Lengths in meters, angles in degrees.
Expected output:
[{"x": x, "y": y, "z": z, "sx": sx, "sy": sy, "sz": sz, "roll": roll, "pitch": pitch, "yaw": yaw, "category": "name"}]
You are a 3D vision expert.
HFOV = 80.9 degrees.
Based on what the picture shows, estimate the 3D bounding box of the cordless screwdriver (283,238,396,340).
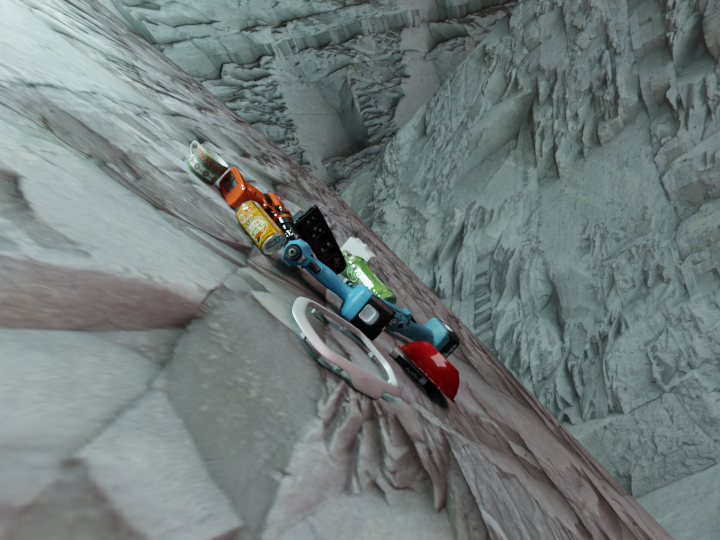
[{"x": -0.049, "y": 0.029, "z": 0.818, "sx": 0.250, "sy": 0.074, "sz": 0.159, "roll": 40, "pitch": -1, "yaw": 1, "category": "cordless screwdriver"}]

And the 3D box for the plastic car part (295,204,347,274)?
[{"x": -0.100, "y": -0.066, "z": 1.028, "sx": 0.071, "sy": 0.066, "sz": 0.194, "roll": 13, "pitch": -38, "yaw": 49, "category": "plastic car part"}]

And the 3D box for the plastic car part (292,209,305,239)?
[{"x": -0.150, "y": -0.127, "z": 1.177, "sx": 0.110, "sy": 0.071, "sz": 0.069, "roll": 32, "pitch": 16, "yaw": -39, "category": "plastic car part"}]

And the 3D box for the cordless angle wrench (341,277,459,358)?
[{"x": 0.087, "y": 0.118, "z": 1.033, "sx": 0.400, "sy": 0.098, "sz": 0.078, "roll": 31, "pitch": 15, "yaw": -36, "category": "cordless angle wrench"}]

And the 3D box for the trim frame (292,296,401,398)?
[{"x": -0.022, "y": 0.126, "z": 0.689, "sx": 0.235, "sy": 0.027, "sz": 0.194, "roll": 39, "pitch": 9, "yaw": -36, "category": "trim frame"}]
